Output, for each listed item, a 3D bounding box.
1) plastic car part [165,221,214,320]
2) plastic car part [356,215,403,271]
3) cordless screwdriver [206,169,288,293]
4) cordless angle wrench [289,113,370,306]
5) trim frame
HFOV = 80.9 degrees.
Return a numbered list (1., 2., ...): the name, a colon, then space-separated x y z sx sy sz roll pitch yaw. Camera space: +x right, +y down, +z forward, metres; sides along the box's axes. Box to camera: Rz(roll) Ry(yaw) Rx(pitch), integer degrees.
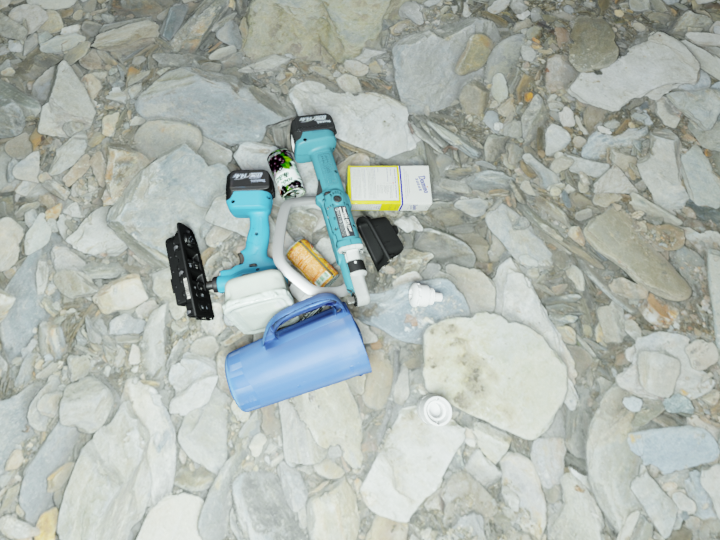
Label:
1. plastic car part: -0.345 0.005 0.840 0.068 0.063 0.207 -20 73 18
2. plastic car part: 0.047 -0.068 0.865 0.069 0.066 0.120 -15 70 -23
3. cordless screwdriver: -0.238 -0.076 0.858 0.158 0.073 0.253 -8 76 -3
4. cordless angle wrench: -0.052 -0.128 0.836 0.096 0.073 0.437 -11 64 -14
5. trim frame: -0.081 -0.053 0.827 0.179 0.027 0.256 14 49 -17
